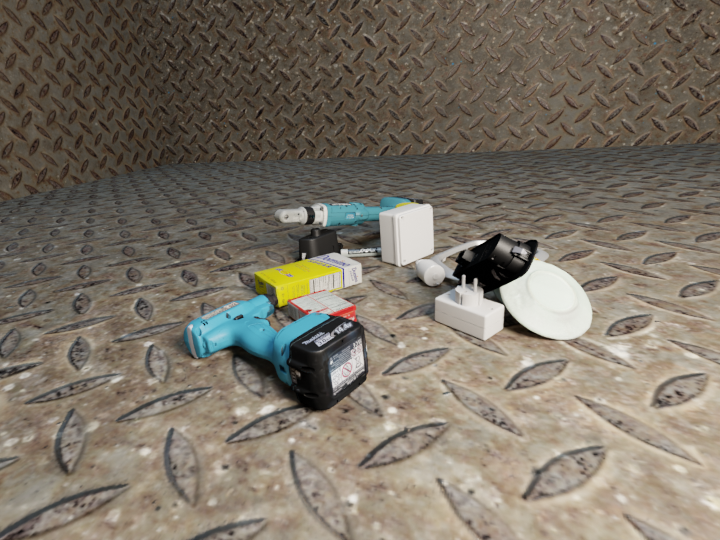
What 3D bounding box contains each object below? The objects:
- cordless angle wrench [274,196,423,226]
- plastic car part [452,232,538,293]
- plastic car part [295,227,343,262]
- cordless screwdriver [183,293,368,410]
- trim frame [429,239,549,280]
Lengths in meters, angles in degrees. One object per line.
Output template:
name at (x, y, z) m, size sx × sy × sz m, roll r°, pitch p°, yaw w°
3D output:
cordless angle wrench at (-0.017, -0.134, 0.995) m, size 0.405 × 0.073 × 0.103 m, roll -9°, pitch 18°, yaw -41°
plastic car part at (0.180, -0.011, 0.603) m, size 0.066 × 0.067 × 0.203 m, roll -52°, pitch 3°, yaw -13°
plastic car part at (-0.090, -0.059, 0.925) m, size 0.069 × 0.070 × 0.112 m, roll 11°, pitch 22°, yaw 39°
cordless screwdriver at (-0.101, 0.083, 0.562) m, size 0.262 × 0.073 × 0.154 m, roll 7°, pitch 23°, yaw 37°
trim frame at (0.248, -0.019, 0.815) m, size 0.240 × 0.027 × 0.195 m, roll -19°, pitch 25°, yaw -38°
